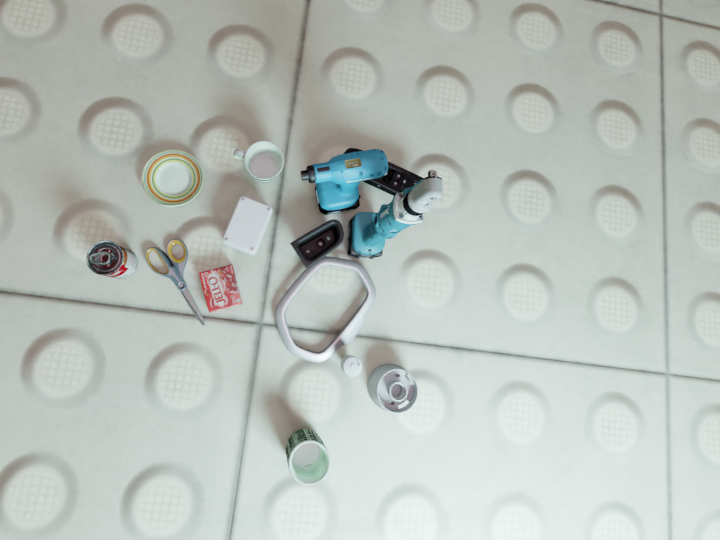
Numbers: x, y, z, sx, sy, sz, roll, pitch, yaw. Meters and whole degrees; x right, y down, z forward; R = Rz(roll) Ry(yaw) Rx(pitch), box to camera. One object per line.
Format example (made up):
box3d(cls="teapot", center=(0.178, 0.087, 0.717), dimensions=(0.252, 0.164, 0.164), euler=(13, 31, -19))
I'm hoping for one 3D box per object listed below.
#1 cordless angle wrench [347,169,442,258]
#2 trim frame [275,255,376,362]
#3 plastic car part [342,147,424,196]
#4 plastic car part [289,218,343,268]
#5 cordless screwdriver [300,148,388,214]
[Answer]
box3d(cls="cordless angle wrench", center=(0.054, -0.093, 0.779), dimensions=(0.073, 0.427, 0.099), euler=(4, 84, -13))
box3d(cls="trim frame", center=(-0.076, 0.083, 0.936), dimensions=(0.184, 0.027, 0.248), euler=(39, 78, -1))
box3d(cls="plastic car part", center=(0.045, -0.221, 0.981), dimensions=(0.202, 0.067, 0.066), euler=(26, 79, -4))
box3d(cls="plastic car part", center=(-0.091, -0.060, 0.934), dimensions=(0.115, 0.071, 0.066), euler=(-34, 90, -12))
box3d(cls="cordless screwdriver", center=(-0.054, -0.176, 0.867), dimensions=(0.157, 0.251, 0.075), euler=(-11, 87, -13))
